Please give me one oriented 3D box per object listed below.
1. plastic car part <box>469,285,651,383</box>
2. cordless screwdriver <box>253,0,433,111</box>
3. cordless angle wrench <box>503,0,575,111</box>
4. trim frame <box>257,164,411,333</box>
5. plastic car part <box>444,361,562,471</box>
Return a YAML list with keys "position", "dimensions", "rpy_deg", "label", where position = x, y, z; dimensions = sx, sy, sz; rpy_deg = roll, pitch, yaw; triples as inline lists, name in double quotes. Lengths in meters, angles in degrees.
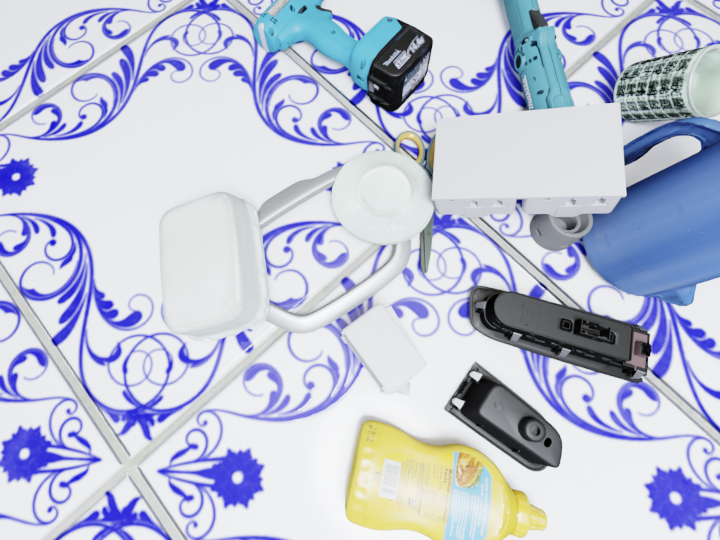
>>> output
- position: [0.225, 0.067, 0.472]
  dimensions: [0.207, 0.065, 0.066]
  rpy_deg: [15, 81, 9]
  label: "plastic car part"
- position: [-0.014, -0.344, 0.605]
  dimensions: [0.256, 0.072, 0.159]
  rpy_deg: [32, 76, 15]
  label: "cordless screwdriver"
- position: [0.241, -0.289, 0.574]
  dimensions: [0.074, 0.096, 0.430]
  rpy_deg: [-7, 77, -3]
  label: "cordless angle wrench"
- position: [-0.052, -0.034, 0.531]
  dimensions: [0.247, 0.027, 0.189]
  rpy_deg: [-34, 75, -7]
  label: "trim frame"
- position: [0.160, 0.157, 0.439]
  dimensions: [0.120, 0.069, 0.066]
  rpy_deg: [36, 78, 14]
  label: "plastic car part"
